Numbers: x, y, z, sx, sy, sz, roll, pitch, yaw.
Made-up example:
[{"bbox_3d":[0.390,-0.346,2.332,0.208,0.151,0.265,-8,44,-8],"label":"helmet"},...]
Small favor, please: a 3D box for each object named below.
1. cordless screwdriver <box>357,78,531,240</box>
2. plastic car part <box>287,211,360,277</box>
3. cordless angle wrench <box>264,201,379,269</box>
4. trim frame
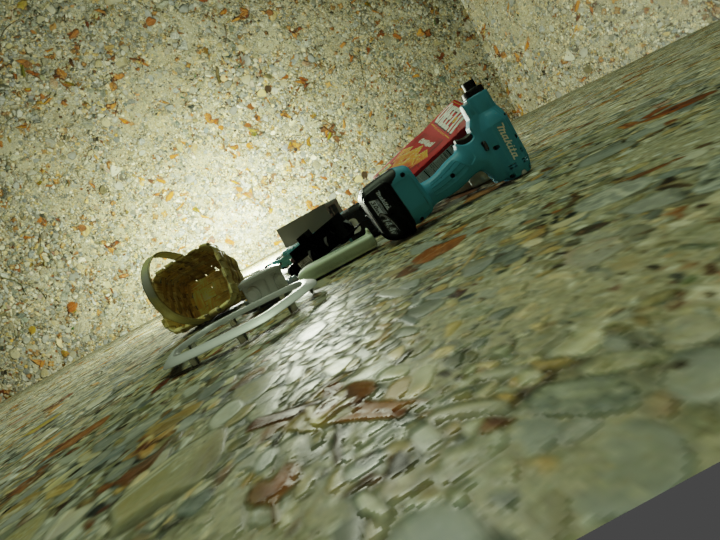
[{"bbox_3d":[0.110,-0.160,0.630,0.249,0.158,0.075,-30,5,2],"label":"cordless screwdriver"},{"bbox_3d":[-0.076,-0.050,0.779,0.208,0.067,0.065,-27,5,46],"label":"plastic car part"},{"bbox_3d":[-0.102,-0.061,0.982,0.436,0.074,0.096,-22,10,45],"label":"cordless angle wrench"},{"bbox_3d":[-0.167,0.074,0.591,0.252,0.027,0.184,-28,10,14],"label":"trim frame"}]
